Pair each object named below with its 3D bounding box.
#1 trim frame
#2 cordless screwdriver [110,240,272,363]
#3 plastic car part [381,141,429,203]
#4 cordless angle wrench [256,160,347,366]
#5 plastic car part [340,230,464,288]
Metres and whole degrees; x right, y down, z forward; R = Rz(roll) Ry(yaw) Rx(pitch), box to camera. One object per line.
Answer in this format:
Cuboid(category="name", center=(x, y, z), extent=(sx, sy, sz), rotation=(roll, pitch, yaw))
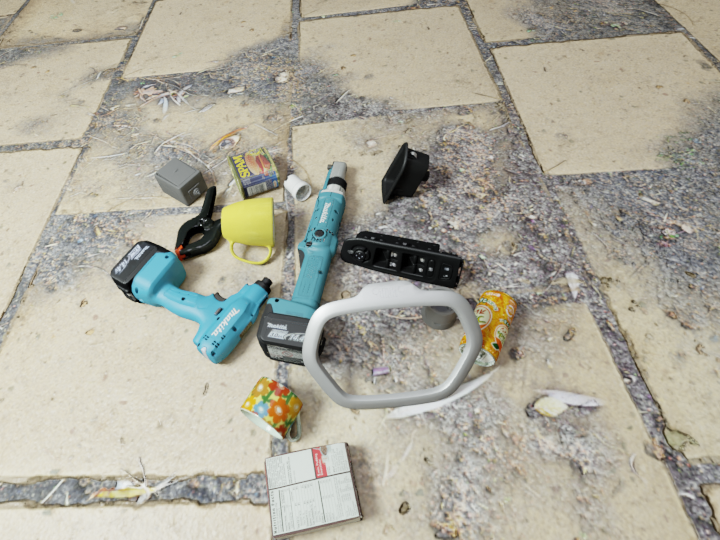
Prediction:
Cuboid(category="trim frame", center=(0.044, 0.105, 0.582), extent=(0.249, 0.181, 0.028), rotation=(-5, 14, 2))
Cuboid(category="cordless screwdriver", center=(-0.281, 0.028, 0.713), extent=(0.258, 0.072, 0.158), rotation=(27, 62, 18))
Cuboid(category="plastic car part", center=(0.092, -0.181, 0.801), extent=(0.069, 0.116, 0.068), rotation=(13, 54, -18))
Cuboid(category="cordless angle wrench", center=(-0.073, -0.048, 0.746), extent=(0.100, 0.072, 0.430), rotation=(6, 54, 8))
Cuboid(category="plastic car part", center=(0.067, -0.030, 0.721), extent=(0.207, 0.064, 0.068), rotation=(9, 47, 12))
